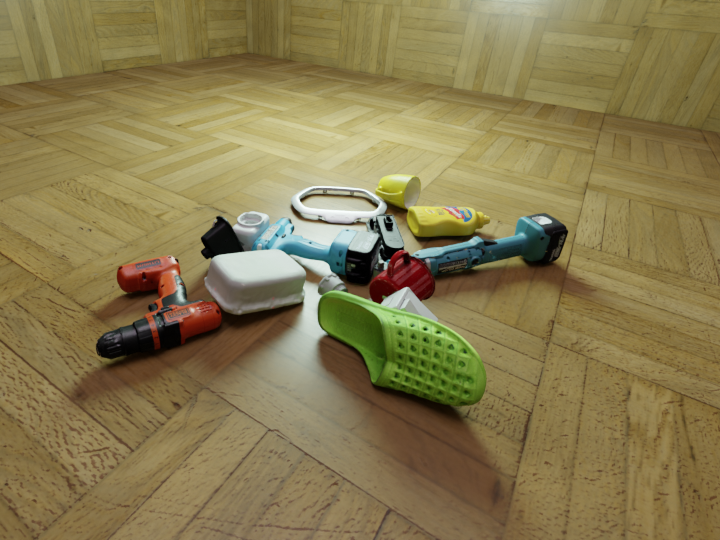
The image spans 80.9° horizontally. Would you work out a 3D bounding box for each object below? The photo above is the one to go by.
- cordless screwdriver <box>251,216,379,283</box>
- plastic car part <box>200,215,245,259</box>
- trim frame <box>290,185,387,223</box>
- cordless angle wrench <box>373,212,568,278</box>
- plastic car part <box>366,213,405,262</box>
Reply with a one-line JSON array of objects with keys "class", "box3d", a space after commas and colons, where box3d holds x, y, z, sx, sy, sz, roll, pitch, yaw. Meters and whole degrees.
[{"class": "cordless screwdriver", "box3d": [-0.086, -0.056, 0.877, 0.255, 0.072, 0.160, 8, 34, 13]}, {"class": "plastic car part", "box3d": [-0.273, -0.046, 0.820, 0.069, 0.111, 0.070, 30, 64, 32]}, {"class": "trim frame", "box3d": [-0.056, -0.174, 1.092, 0.247, 0.027, 0.190, 3, 33, -4]}, {"class": "cordless angle wrench", "box3d": [0.222, -0.033, 0.868, 0.414, 0.095, 0.078, -12, 37, -15]}, {"class": "plastic car part", "box3d": [0.063, -0.075, 0.931, 0.065, 0.066, 0.210, 6, 36, -12]}]
